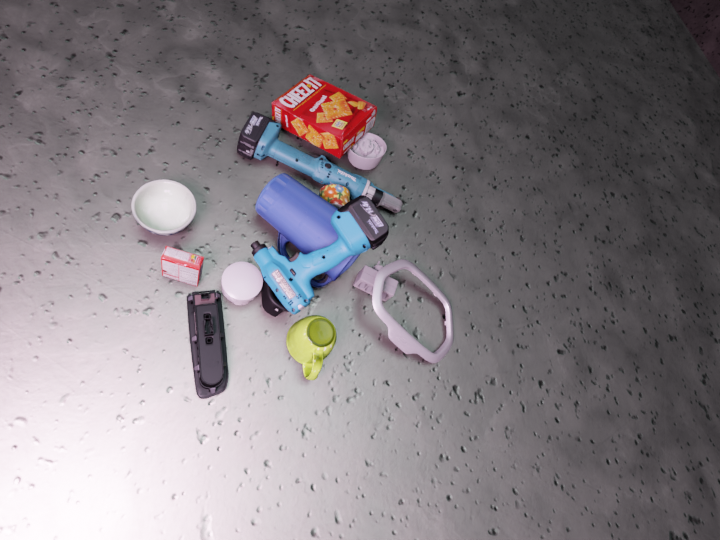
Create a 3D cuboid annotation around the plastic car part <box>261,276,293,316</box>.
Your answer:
[{"bbox_3d":[-0.175,0.041,0.853,0.063,0.072,0.120,18,49,-30],"label":"plastic car part"}]

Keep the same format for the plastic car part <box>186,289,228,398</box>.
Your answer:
[{"bbox_3d":[-0.281,0.129,0.787,0.064,0.068,0.208,-1,68,-28],"label":"plastic car part"}]

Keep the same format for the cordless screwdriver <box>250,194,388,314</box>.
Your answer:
[{"bbox_3d":[-0.079,-0.052,0.806,0.248,0.073,0.163,-38,79,-3],"label":"cordless screwdriver"}]

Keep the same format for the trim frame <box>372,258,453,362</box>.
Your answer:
[{"bbox_3d":[0.118,0.086,0.914,0.241,0.028,0.184,43,54,-18],"label":"trim frame"}]

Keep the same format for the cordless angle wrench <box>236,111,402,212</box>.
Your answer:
[{"bbox_3d":[-0.088,-0.240,1.021,0.417,0.074,0.099,25,61,-7],"label":"cordless angle wrench"}]
